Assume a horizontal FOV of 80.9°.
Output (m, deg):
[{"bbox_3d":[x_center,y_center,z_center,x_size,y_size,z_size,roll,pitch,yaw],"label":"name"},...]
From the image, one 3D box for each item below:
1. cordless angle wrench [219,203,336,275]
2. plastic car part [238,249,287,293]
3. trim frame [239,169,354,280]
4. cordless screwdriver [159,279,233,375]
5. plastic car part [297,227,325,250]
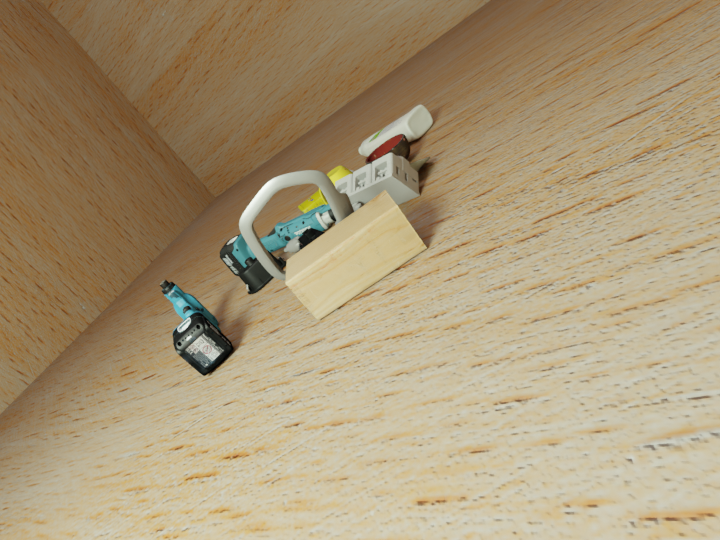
[{"bbox_3d":[-0.178,-0.096,1.066,0.435,0.094,0.075,-20,27,30],"label":"cordless angle wrench"},{"bbox_3d":[-0.241,-0.006,1.006,0.115,0.069,0.069,-43,20,-17],"label":"plastic car part"},{"bbox_3d":[-0.095,-0.066,0.711,0.184,0.236,0.029,-25,46,2],"label":"trim frame"},{"bbox_3d":[-0.349,0.102,0.868,0.074,0.153,0.260,-43,25,-11],"label":"cordless screwdriver"},{"bbox_3d":[-0.087,-0.057,0.889,0.066,0.065,0.212,-36,25,-12],"label":"plastic car part"}]
